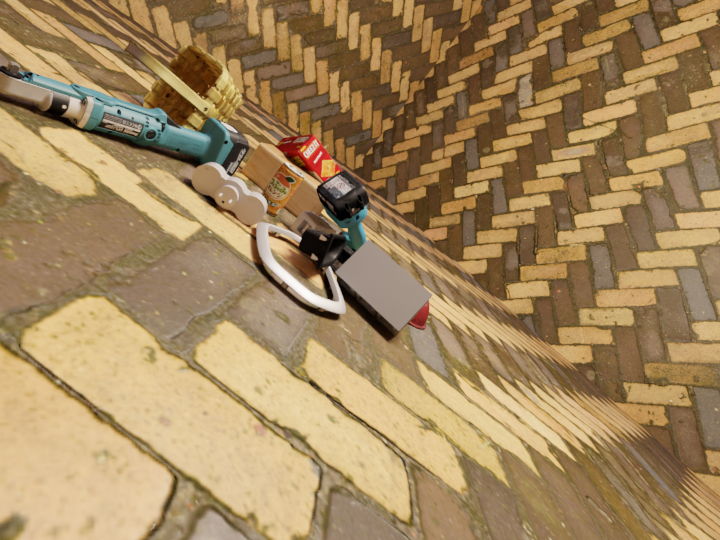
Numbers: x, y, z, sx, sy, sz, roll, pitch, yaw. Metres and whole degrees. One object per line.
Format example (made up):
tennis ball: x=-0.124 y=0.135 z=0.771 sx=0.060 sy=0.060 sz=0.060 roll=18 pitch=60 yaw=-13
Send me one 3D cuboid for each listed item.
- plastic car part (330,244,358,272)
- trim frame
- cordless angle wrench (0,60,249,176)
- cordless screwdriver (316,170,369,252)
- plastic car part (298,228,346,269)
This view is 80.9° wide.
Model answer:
plastic car part: x=-0.002 y=0.006 z=0.847 sx=0.209 sy=0.067 sz=0.064 roll=45 pitch=8 yaw=16
trim frame: x=-0.099 y=-0.008 z=0.712 sx=0.176 sy=0.027 sz=0.259 roll=30 pitch=14 yaw=-25
cordless angle wrench: x=-0.357 y=-0.240 z=0.699 sx=0.077 sy=0.098 sz=0.406 roll=44 pitch=19 yaw=19
cordless screwdriver: x=-0.028 y=-0.107 z=0.939 sx=0.168 sy=0.074 sz=0.237 roll=46 pitch=-15 yaw=41
plastic car part: x=-0.074 y=-0.048 z=0.757 sx=0.072 sy=0.066 sz=0.115 roll=26 pitch=9 yaw=7
